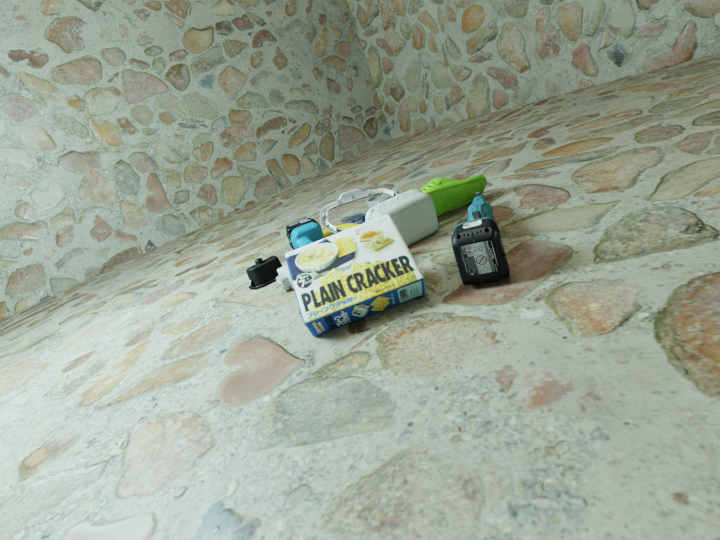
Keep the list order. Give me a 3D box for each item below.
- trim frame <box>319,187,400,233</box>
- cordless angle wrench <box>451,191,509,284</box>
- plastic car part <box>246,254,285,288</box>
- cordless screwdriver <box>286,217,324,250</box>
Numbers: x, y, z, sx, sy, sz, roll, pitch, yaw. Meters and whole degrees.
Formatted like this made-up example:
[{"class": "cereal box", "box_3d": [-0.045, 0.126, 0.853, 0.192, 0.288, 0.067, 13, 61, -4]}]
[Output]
[{"class": "trim frame", "box_3d": [0.007, -0.166, 1.166, 0.246, 0.026, 0.194, -21, 45, -9]}, {"class": "cordless angle wrench", "box_3d": [0.242, -0.093, 0.855, 0.076, 0.096, 0.420, -14, 16, 21]}, {"class": "plastic car part", "box_3d": [-0.258, -0.003, 1.144, 0.114, 0.069, 0.069, -25, 16, -19]}, {"class": "cordless screwdriver", "box_3d": [-0.112, -0.073, 1.148, 0.158, 0.072, 0.260, -20, 28, -9]}]
